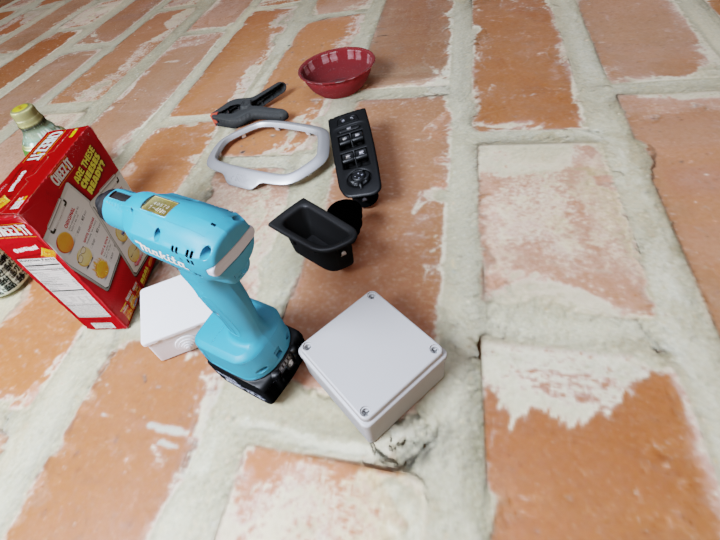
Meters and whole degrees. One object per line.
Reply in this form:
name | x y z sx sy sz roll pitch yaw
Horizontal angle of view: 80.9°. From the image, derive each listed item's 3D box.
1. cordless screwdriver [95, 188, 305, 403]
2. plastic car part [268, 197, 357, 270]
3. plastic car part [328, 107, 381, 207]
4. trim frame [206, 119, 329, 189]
cordless screwdriver | -0.147 0.025 0.410 0.167 0.238 0.074 19 55 25
plastic car part | -0.054 -0.035 0.554 0.065 0.068 0.123 -41 53 -22
plastic car part | -0.008 -0.172 0.664 0.067 0.064 0.210 -11 48 2
trim frame | -0.167 -0.214 0.765 0.260 0.026 0.184 18 56 26
